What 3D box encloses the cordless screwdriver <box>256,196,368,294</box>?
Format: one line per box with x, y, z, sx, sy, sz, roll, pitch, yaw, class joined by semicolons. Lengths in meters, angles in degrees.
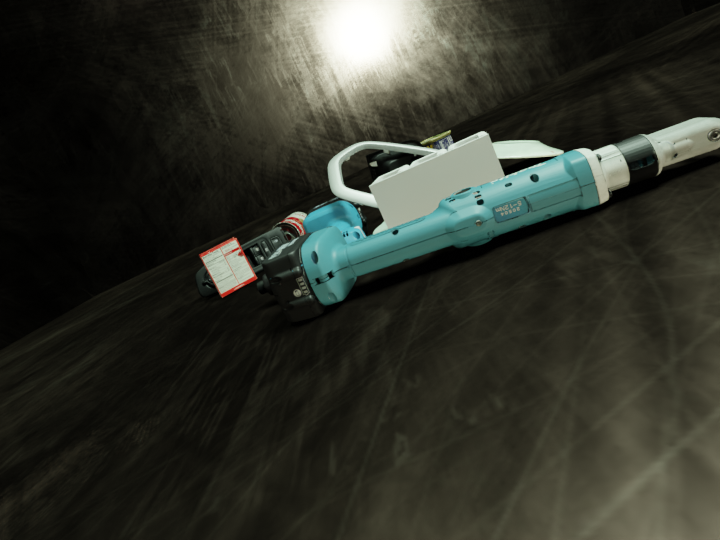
-0.063;-0.041;0.646;0.161;0.072;0.252;-24;18;10;cordless screwdriver

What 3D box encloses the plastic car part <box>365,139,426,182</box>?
0.080;-0.190;0.748;0.116;0.063;0.074;-23;27;-7;plastic car part

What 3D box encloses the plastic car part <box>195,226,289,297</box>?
-0.240;-0.014;0.860;0.200;0.066;0.068;-29;3;-13;plastic car part

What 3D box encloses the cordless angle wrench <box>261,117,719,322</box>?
0.107;-0.053;0.415;0.432;0.073;0.098;-19;15;17;cordless angle wrench

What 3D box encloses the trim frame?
0.065;-0.152;0.666;0.258;0.026;0.184;13;51;22;trim frame
